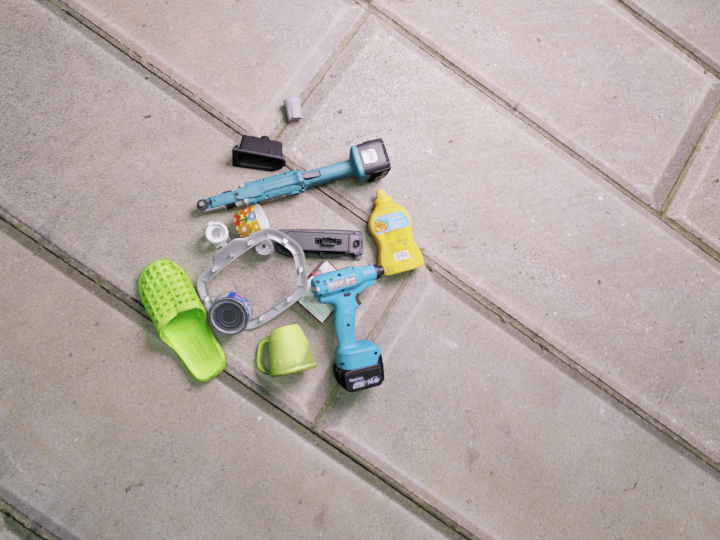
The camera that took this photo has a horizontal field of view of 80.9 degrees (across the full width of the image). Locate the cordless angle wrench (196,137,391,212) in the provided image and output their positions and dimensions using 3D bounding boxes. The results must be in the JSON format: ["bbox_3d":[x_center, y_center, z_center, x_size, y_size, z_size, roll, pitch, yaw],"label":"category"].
[{"bbox_3d":[-0.149,-0.193,0.927,0.421,0.098,0.075,-16,88,-4],"label":"cordless angle wrench"}]

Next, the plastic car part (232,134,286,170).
[{"bbox_3d":[-0.224,-0.268,0.941,0.114,0.066,0.072,4,70,-11],"label":"plastic car part"}]

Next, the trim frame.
[{"bbox_3d":[-0.224,0.021,0.876,0.251,0.028,0.181,-33,100,12],"label":"trim frame"}]

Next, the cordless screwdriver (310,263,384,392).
[{"bbox_3d":[-0.002,0.114,0.886,0.156,0.076,0.247,-14,94,-17],"label":"cordless screwdriver"}]

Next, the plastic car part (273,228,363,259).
[{"bbox_3d":[-0.091,-0.059,0.927,0.202,0.067,0.066,2,91,-4],"label":"plastic car part"}]
